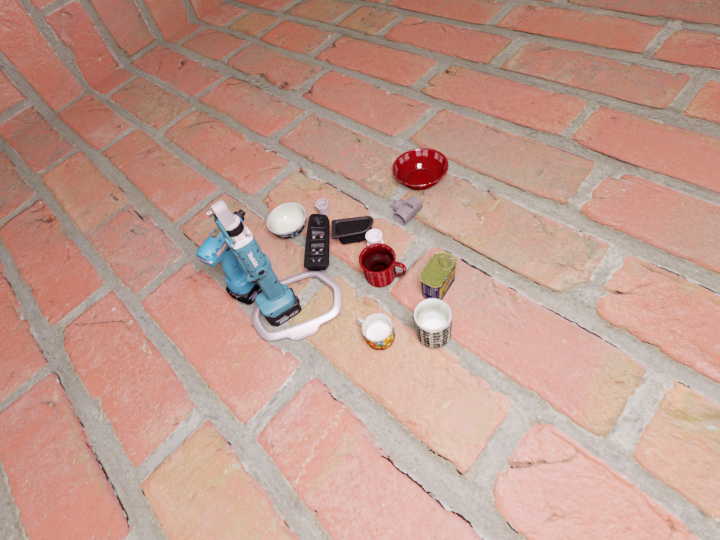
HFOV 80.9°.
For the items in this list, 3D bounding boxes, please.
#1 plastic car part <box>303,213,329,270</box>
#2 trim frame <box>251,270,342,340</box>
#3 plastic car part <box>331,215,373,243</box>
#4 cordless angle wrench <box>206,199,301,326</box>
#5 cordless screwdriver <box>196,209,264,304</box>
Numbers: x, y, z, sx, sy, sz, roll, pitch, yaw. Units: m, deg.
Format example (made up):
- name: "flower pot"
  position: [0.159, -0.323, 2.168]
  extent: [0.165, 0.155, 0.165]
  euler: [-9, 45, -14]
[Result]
- name: "plastic car part"
  position: [-0.115, -0.075, 1.179]
  extent: [0.067, 0.064, 0.209]
  euler: [-8, 54, 8]
- name: "trim frame"
  position: [-0.166, 0.090, 1.099]
  extent: [0.248, 0.026, 0.193]
  euler: [-21, 53, 0]
- name: "plastic car part"
  position: [-0.018, -0.104, 1.171]
  extent: [0.118, 0.068, 0.068]
  euler: [-6, 54, 10]
- name: "cordless angle wrench"
  position: [-0.235, -0.010, 0.951]
  extent: [0.097, 0.404, 0.078]
  euler: [-32, 56, -11]
- name: "cordless screwdriver"
  position: [-0.314, -0.031, 1.092]
  extent: [0.078, 0.238, 0.159]
  euler: [20, 62, 23]
